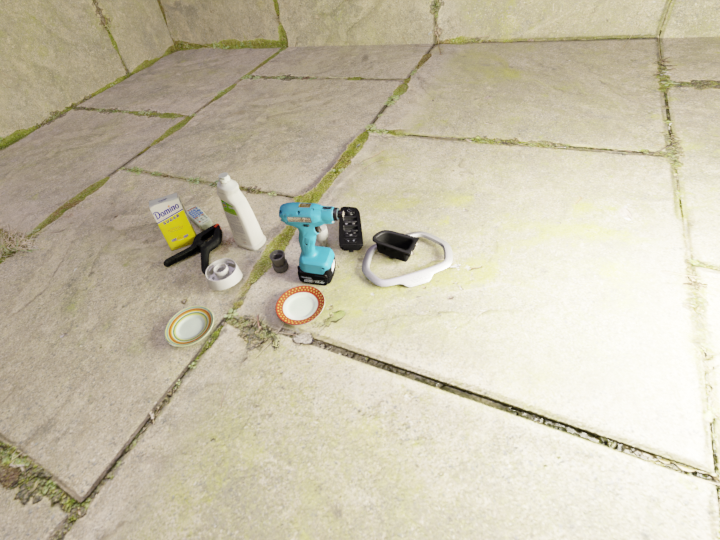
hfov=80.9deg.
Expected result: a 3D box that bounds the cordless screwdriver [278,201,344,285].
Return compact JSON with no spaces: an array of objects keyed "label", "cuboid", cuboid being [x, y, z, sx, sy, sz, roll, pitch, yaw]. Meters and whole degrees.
[{"label":"cordless screwdriver","cuboid":[-0.106,-0.069,1.084,0.164,0.239,0.075,5,45,16]}]

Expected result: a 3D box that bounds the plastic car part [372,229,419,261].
[{"label":"plastic car part","cuboid":[0.094,-0.061,1.151,0.122,0.068,0.065,17,50,28]}]

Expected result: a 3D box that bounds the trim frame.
[{"label":"trim frame","cuboid":[0.124,-0.031,1.143,0.247,0.026,0.193,-17,44,-4]}]

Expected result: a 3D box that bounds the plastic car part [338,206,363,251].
[{"label":"plastic car part","cuboid":[-0.028,-0.118,1.241,0.067,0.064,0.210,-8,44,4]}]
